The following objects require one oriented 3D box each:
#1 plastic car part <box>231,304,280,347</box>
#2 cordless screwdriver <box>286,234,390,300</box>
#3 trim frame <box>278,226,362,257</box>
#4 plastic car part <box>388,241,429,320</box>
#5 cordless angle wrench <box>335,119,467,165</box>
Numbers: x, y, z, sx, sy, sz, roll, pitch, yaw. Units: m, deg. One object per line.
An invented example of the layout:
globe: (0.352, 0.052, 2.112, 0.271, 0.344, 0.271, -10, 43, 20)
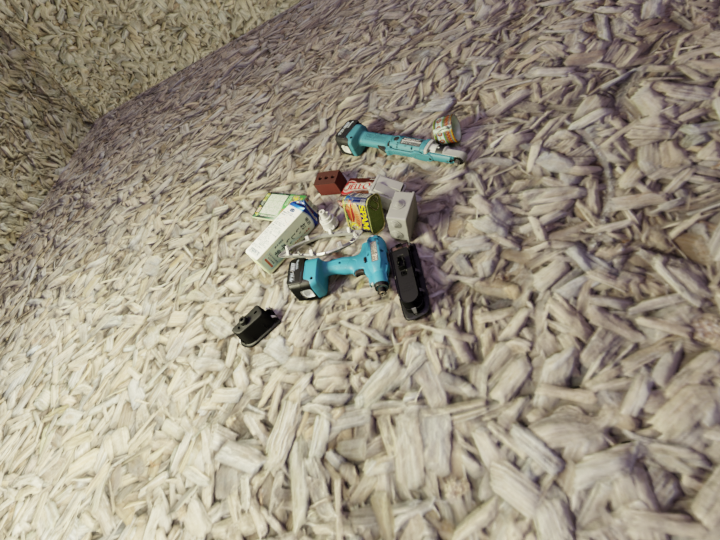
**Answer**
plastic car part: (-0.269, 0.134, 1.050, 0.116, 0.067, 0.070, -41, 44, -7)
cordless screwdriver: (-0.051, 0.015, 1.007, 0.254, 0.070, 0.164, -17, 48, 16)
trim frame: (-0.104, -0.068, 1.067, 0.261, 0.027, 0.180, 3, 29, 48)
plastic car part: (0.103, 0.011, 0.923, 0.067, 0.064, 0.210, -17, 51, 10)
cordless angle wrench: (0.108, -0.355, 1.203, 0.448, 0.070, 0.098, 24, 71, 40)
